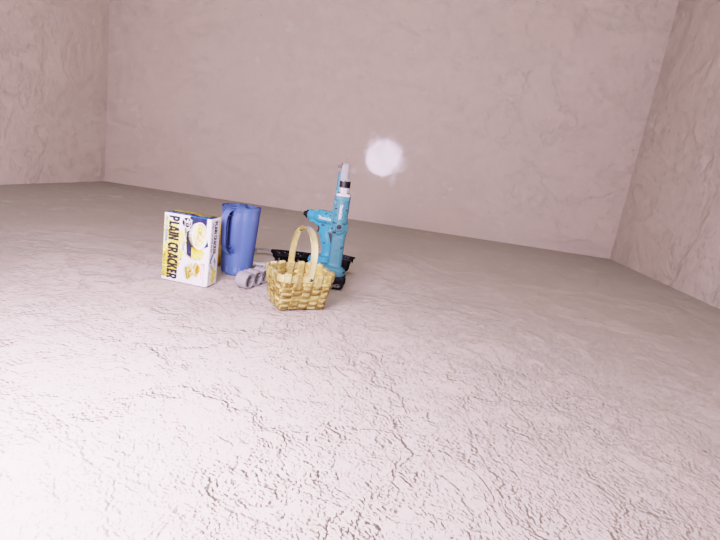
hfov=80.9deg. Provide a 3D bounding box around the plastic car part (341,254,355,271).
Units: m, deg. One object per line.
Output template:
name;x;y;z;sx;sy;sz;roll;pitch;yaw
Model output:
plastic car part;-0.087;-0.029;1.659;0.120;0.070;0.065;12;13;17

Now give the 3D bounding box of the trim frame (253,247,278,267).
trim frame;-0.396;-0.054;1.691;0.183;0.027;0.253;6;14;-5

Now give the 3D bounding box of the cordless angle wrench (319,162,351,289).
cordless angle wrench;-0.074;-0.148;1.421;0.098;0.418;0.075;8;12;-1

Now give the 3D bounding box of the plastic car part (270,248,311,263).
plastic car part;-0.248;-0.043;1.640;0.195;0.066;0.070;-1;15;-30

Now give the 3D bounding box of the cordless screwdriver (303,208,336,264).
cordless screwdriver;-0.151;-0.098;1.539;0.167;0.246;0.072;15;13;28
